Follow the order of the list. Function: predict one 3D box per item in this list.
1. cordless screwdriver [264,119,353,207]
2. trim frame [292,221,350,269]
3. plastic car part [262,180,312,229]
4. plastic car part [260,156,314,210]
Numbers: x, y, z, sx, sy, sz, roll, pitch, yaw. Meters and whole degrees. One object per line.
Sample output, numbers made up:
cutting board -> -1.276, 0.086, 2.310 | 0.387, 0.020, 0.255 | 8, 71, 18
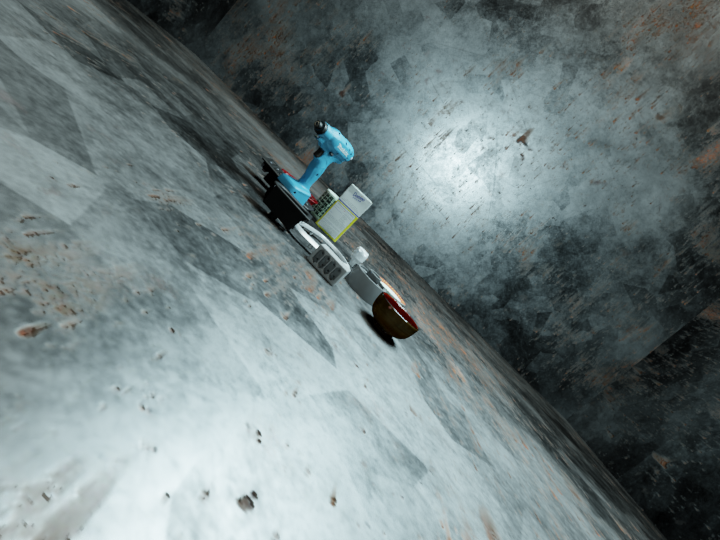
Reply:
cordless screwdriver -> -0.138, -0.252, 1.054 | 0.078, 0.250, 0.151 | 51, 11, 28
trim frame -> -0.106, -0.069, 1.081 | 0.192, 0.027, 0.237 | 48, 9, 23
plastic car part -> -0.172, -0.138, 0.954 | 0.115, 0.071, 0.066 | 44, 9, -5
plastic car part -> -0.216, -0.231, 1.200 | 0.205, 0.067, 0.065 | 45, 9, 6
